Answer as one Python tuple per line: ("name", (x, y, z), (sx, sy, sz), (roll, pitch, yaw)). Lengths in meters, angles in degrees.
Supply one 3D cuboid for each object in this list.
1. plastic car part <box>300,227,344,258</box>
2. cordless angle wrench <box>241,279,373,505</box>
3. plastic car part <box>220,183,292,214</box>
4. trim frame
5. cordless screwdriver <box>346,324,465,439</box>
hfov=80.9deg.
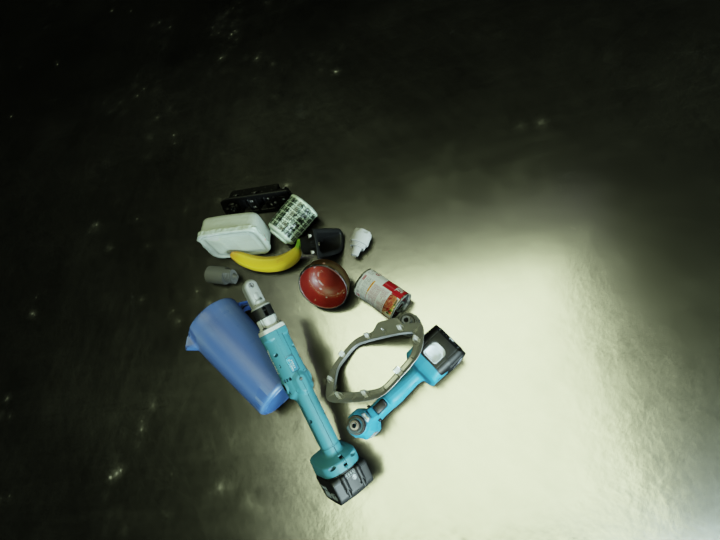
("plastic car part", (-0.094, -0.061, 0.961), (0.074, 0.112, 0.066), (-8, 93, 30))
("cordless angle wrench", (-0.119, 0.207, 0.786), (0.072, 0.099, 0.428), (-24, 82, -29))
("plastic car part", (-0.265, -0.186, 1.084), (0.208, 0.063, 0.069), (-8, 59, 15))
("trim frame", (0.018, 0.165, 0.784), (0.255, 0.027, 0.183), (-25, 24, 49))
("cordless screwdriver", (0.075, 0.209, 0.765), (0.248, 0.153, 0.077), (-43, 69, -3))
